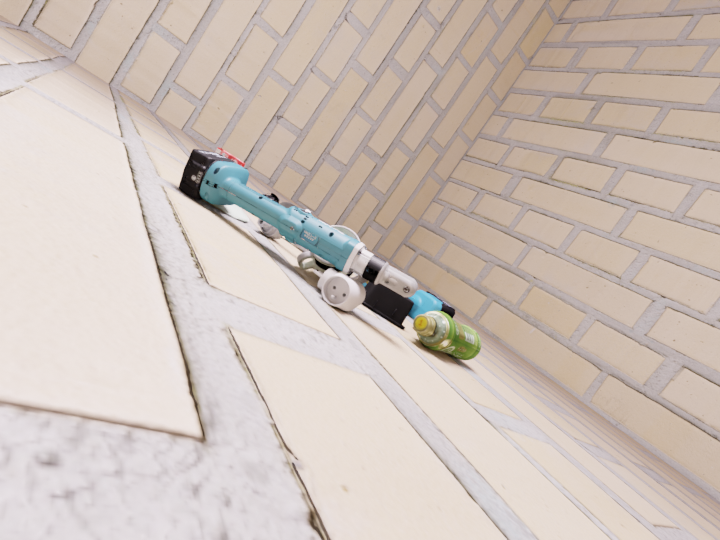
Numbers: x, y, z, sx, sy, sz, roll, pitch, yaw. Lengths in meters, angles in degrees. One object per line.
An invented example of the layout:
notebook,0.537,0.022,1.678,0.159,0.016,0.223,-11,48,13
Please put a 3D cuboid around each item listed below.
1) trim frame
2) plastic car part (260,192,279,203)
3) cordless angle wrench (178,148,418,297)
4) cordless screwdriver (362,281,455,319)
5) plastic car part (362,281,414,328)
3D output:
trim frame,-0.084,-0.055,0.862,0.255,0.027,0.180,34,-25,12
plastic car part,-0.244,-0.163,1.072,0.066,0.065,0.209,6,13,-13
cordless angle wrench,-0.101,-0.072,0.680,0.435,0.074,0.095,30,15,14
cordless screwdriver,0.120,0.078,0.995,0.237,0.074,0.167,26,8,-29
plastic car part,0.051,0.051,0.804,0.114,0.071,0.067,30,7,-10
